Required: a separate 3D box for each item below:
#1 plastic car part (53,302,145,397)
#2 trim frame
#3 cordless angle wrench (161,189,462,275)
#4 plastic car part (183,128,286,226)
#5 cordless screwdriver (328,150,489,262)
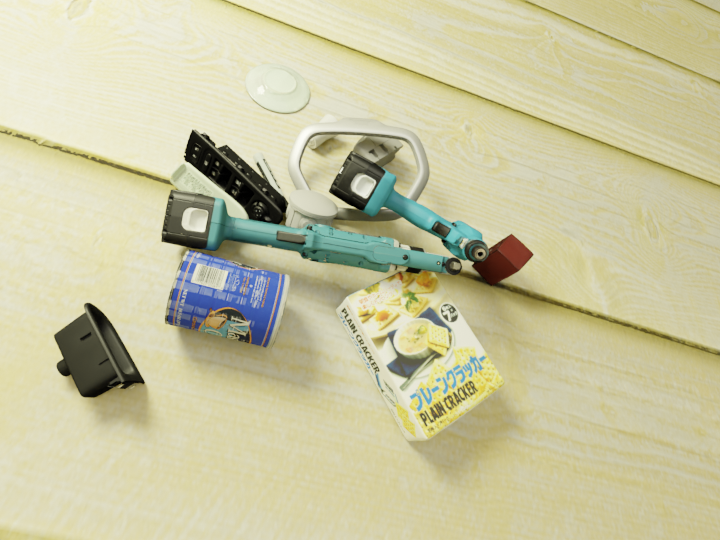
[{"bbox_3d":[-0.330,0.107,0.517,0.070,0.065,0.120,-37,76,-15],"label":"plastic car part"},{"bbox_3d":[-0.002,-0.177,0.734,0.247,0.027,0.184,1,88,-3],"label":"trim frame"},{"bbox_3d":[-0.060,-0.039,0.611,0.418,0.099,0.074,10,88,-6],"label":"cordless angle wrench"},{"bbox_3d":[-0.196,-0.144,0.687,0.207,0.066,0.065,45,34,9],"label":"plastic car part"},{"bbox_3d":[0.075,-0.090,0.644,0.248,0.160,0.074,29,103,-2],"label":"cordless screwdriver"}]
